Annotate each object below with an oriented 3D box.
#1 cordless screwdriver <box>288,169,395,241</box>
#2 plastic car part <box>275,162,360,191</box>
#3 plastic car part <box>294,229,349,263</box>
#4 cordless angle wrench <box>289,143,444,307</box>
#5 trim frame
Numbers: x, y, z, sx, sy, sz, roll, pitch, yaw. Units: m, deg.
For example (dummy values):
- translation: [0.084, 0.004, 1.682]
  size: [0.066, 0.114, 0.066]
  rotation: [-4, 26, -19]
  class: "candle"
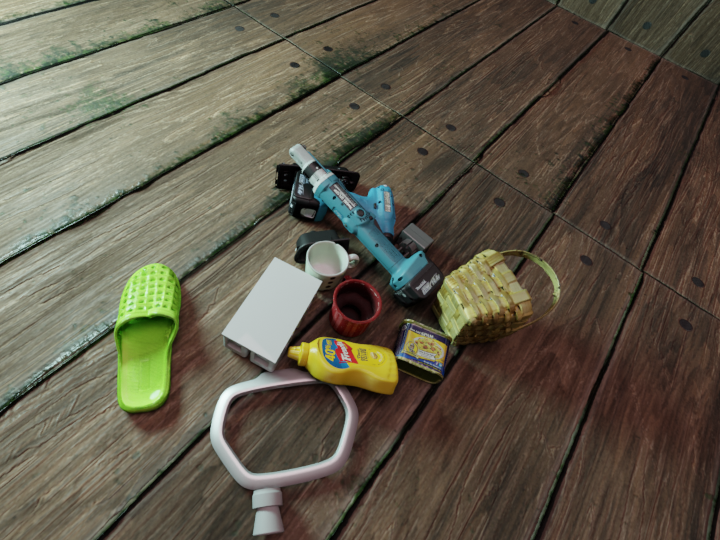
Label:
- translation: [-0.039, -0.139, 0.970]
  size: [0.244, 0.074, 0.164]
  rotation: [7, 57, -12]
  class: "cordless screwdriver"
- translation: [-0.105, -0.228, 1.031]
  size: [0.200, 0.065, 0.069]
  rotation: [5, 29, -7]
  class: "plastic car part"
- translation: [-0.090, -0.059, 0.916]
  size: [0.115, 0.064, 0.074]
  rotation: [-3, 42, -11]
  class: "plastic car part"
- translation: [-0.007, -0.109, 0.896]
  size: [0.096, 0.074, 0.428]
  rotation: [-39, 83, -29]
  class: "cordless angle wrench"
- translation: [-0.122, 0.253, 0.705]
  size: [0.243, 0.027, 0.191]
  rotation: [-7, 58, -14]
  class: "trim frame"
